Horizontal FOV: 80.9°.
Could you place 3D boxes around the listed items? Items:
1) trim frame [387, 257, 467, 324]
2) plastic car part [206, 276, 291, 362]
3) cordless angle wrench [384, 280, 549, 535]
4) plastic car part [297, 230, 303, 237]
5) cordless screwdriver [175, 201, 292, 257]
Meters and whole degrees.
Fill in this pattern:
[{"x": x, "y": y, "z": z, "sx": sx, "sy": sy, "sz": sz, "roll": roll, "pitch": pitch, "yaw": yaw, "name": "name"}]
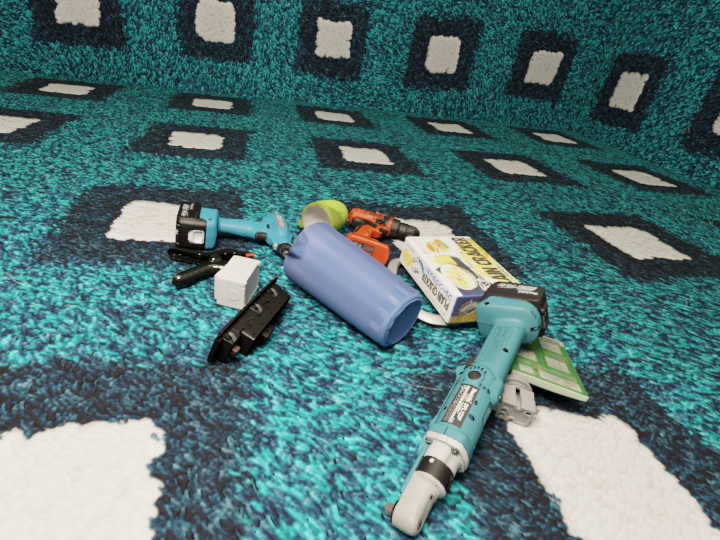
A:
[{"x": 0.143, "y": 0.035, "z": 0.872, "sx": 0.186, "sy": 0.027, "sz": 0.252, "roll": 9, "pitch": 29, "yaw": 3, "name": "trim frame"}, {"x": -0.167, "y": 0.077, "z": 0.691, "sx": 0.068, "sy": 0.065, "sz": 0.203, "roll": 22, "pitch": 31, "yaw": 2, "name": "plastic car part"}, {"x": 0.157, "y": 0.161, "z": 0.577, "sx": 0.103, "sy": 0.072, "sz": 0.417, "roll": 6, "pitch": 36, "yaw": 37, "name": "cordless angle wrench"}, {"x": -0.091, "y": -0.059, "z": 0.929, "sx": 0.114, "sy": 0.070, "sz": 0.068, "roll": 7, "pitch": 27, "yaw": -11, "name": "plastic car part"}, {"x": -0.272, "y": -0.080, "z": 0.920, "sx": 0.241, "sy": 0.073, "sz": 0.167, "roll": 2, "pitch": 31, "yaw": -19, "name": "cordless screwdriver"}]
